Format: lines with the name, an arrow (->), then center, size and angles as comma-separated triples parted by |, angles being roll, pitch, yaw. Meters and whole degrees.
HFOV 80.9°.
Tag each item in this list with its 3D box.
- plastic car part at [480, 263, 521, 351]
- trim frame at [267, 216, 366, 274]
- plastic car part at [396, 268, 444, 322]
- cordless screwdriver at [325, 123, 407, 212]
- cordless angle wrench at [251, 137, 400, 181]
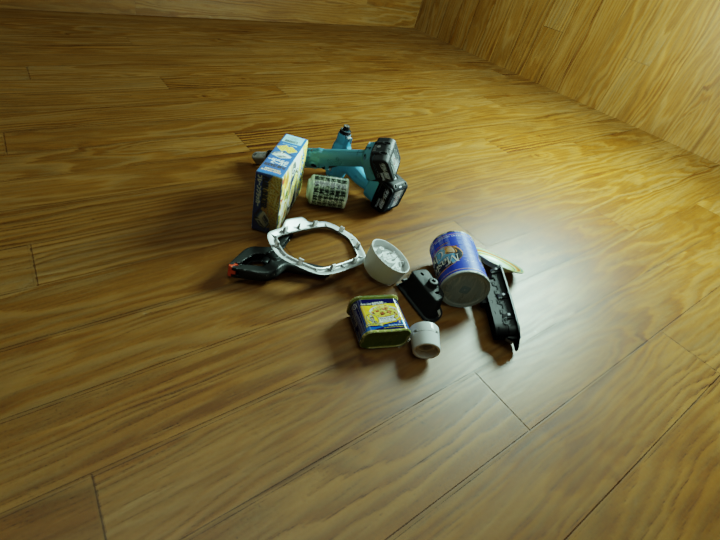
plastic car part -> 0.288, 0.074, 0.885 | 0.067, 0.064, 0.209 | 1, 40, -2
trim frame -> -0.092, -0.060, 0.936 | 0.193, 0.027, 0.239 | 39, 36, 27
plastic car part -> 0.136, 0.041, 0.876 | 0.064, 0.069, 0.123 | -9, 42, -25
cordless screwdriver -> 0.013, -0.279, 1.153 | 0.261, 0.157, 0.072 | 40, 42, 26
cordless angle wrench -> -0.112, -0.294, 1.112 | 0.441, 0.093, 0.075 | 9, 64, 26
